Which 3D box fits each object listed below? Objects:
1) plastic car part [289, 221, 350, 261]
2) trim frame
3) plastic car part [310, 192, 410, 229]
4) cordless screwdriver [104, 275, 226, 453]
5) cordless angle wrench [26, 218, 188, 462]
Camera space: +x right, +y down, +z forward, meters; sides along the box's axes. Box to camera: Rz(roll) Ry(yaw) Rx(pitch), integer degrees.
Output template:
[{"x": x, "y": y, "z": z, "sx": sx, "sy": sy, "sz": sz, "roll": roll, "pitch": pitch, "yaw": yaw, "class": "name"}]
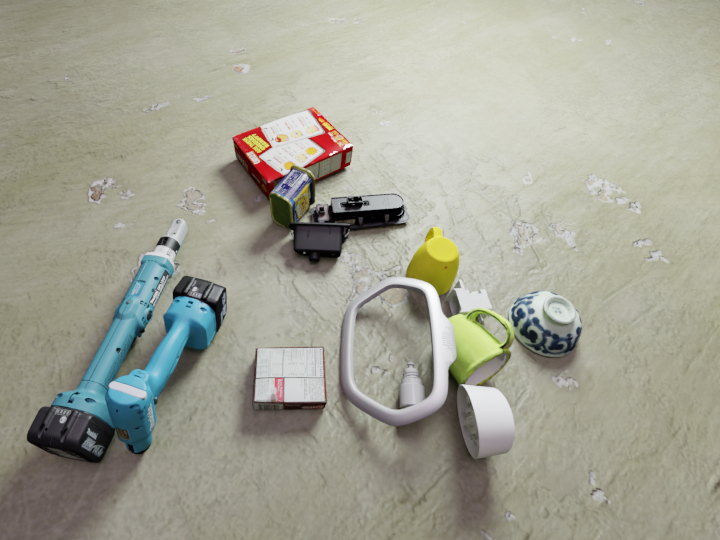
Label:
[{"x": -0.079, "y": -0.052, "z": 0.812, "sx": 0.117, "sy": 0.064, "sz": 0.072, "roll": 0, "pitch": 70, "yaw": 0, "class": "plastic car part"}, {"x": 0.056, "y": 0.119, "z": 0.678, "sx": 0.189, "sy": 0.026, "sz": 0.255, "roll": -12, "pitch": 52, "yaw": 19, "class": "trim frame"}, {"x": 0.002, "y": -0.126, "z": 0.864, "sx": 0.200, "sy": 0.065, "sz": 0.069, "roll": -3, "pitch": 49, "yaw": -9, "class": "plastic car part"}, {"x": -0.284, "y": 0.137, "z": 0.638, "sx": 0.075, "sy": 0.156, "sz": 0.252, "roll": 16, "pitch": 41, "yaw": -1, "class": "cordless screwdriver"}, {"x": -0.370, "y": 0.073, "z": 0.691, "sx": 0.075, "sy": 0.095, "sz": 0.432, "roll": 6, "pitch": 52, "yaw": 2, "class": "cordless angle wrench"}]
